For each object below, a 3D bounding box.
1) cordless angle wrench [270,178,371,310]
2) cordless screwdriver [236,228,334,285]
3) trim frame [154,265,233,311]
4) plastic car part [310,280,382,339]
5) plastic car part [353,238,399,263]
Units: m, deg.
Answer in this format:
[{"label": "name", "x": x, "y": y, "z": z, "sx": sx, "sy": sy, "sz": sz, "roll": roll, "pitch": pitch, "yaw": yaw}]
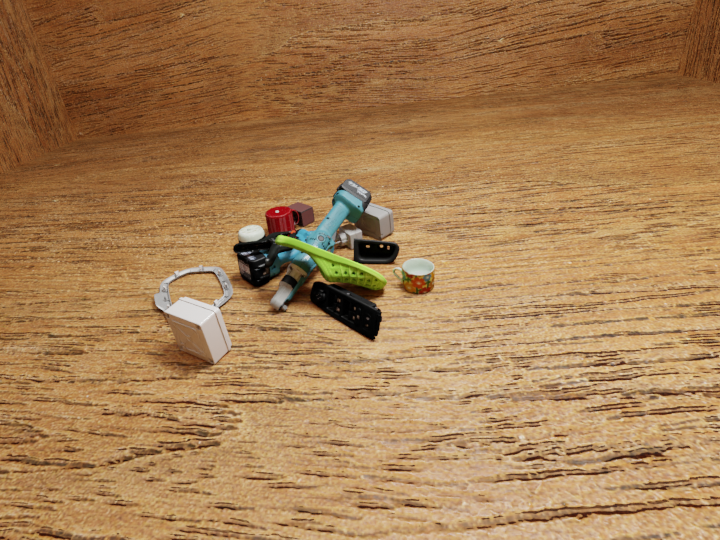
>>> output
[{"label": "cordless angle wrench", "x": -0.104, "y": -0.068, "z": 1.067, "sx": 0.098, "sy": 0.074, "sz": 0.422, "roll": 32, "pitch": 56, "yaw": -1}, {"label": "cordless screwdriver", "x": -0.212, "y": -0.052, "z": 1.140, "sx": 0.242, "sy": 0.072, "sz": 0.169, "roll": -22, "pitch": 34, "yaw": -29}, {"label": "trim frame", "x": -0.422, "y": 0.049, "z": 1.065, "sx": 0.180, "sy": 0.026, "sz": 0.262, "roll": -21, "pitch": 35, "yaw": -18}, {"label": "plastic car part", "x": -0.028, "y": 0.071, "z": 0.906, "sx": 0.214, "sy": 0.065, "sz": 0.065, "roll": 21, "pitch": 30, "yaw": 39}, {"label": "plastic car part", "x": 0.043, "y": -0.056, "z": 1.105, "sx": 0.119, "sy": 0.065, "sz": 0.071, "roll": 3, "pitch": 17, "yaw": 10}]
